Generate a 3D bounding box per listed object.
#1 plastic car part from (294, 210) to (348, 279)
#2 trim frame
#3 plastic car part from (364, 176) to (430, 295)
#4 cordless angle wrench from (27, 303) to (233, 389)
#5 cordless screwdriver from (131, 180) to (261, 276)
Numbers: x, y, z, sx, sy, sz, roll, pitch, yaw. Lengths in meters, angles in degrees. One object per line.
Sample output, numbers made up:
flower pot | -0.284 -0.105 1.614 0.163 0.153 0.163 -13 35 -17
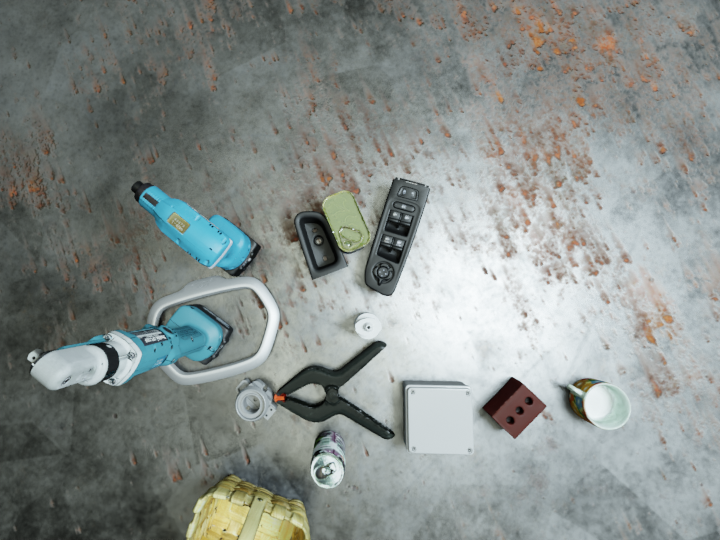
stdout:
plastic car part | -0.073 -0.048 0.750 0.066 0.070 0.118 -21 84 -1
trim frame | -0.268 0.103 0.765 0.249 0.027 0.186 -15 83 1
plastic car part | 0.058 -0.057 0.746 0.067 0.066 0.203 18 85 2
cordless angle wrench | -0.276 0.101 0.569 0.099 0.420 0.074 35 86 0
cordless screwdriver | -0.252 -0.063 0.674 0.161 0.247 0.074 38 86 2
